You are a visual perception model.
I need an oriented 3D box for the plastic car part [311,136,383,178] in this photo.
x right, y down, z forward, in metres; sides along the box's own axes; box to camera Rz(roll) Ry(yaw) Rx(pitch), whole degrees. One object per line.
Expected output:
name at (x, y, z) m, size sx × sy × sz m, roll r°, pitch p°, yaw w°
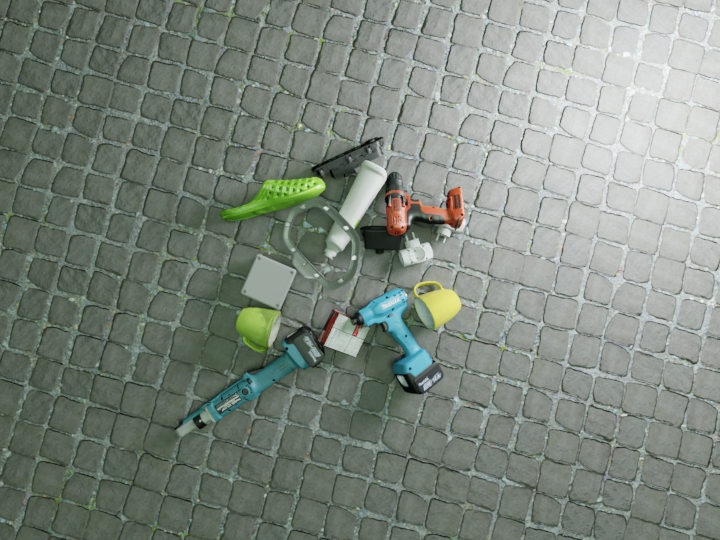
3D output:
plastic car part at (-0.023, -0.285, 1.089) m, size 0.203 × 0.067 × 0.066 m, roll -29°, pitch 101°, yaw -2°

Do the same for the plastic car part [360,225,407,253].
plastic car part at (0.058, -0.078, 1.085) m, size 0.117 × 0.067 × 0.070 m, roll -2°, pitch 104°, yaw 2°

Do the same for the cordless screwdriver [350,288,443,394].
cordless screwdriver at (0.086, 0.184, 1.041) m, size 0.155 × 0.075 × 0.250 m, roll -24°, pitch 86°, yaw -25°

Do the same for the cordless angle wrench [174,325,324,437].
cordless angle wrench at (-0.284, 0.293, 1.060) m, size 0.423 × 0.074 × 0.098 m, roll -34°, pitch 90°, yaw 1°

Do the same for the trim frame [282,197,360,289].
trim frame at (-0.102, -0.066, 1.039) m, size 0.258 × 0.026 × 0.184 m, roll 46°, pitch 115°, yaw 22°
